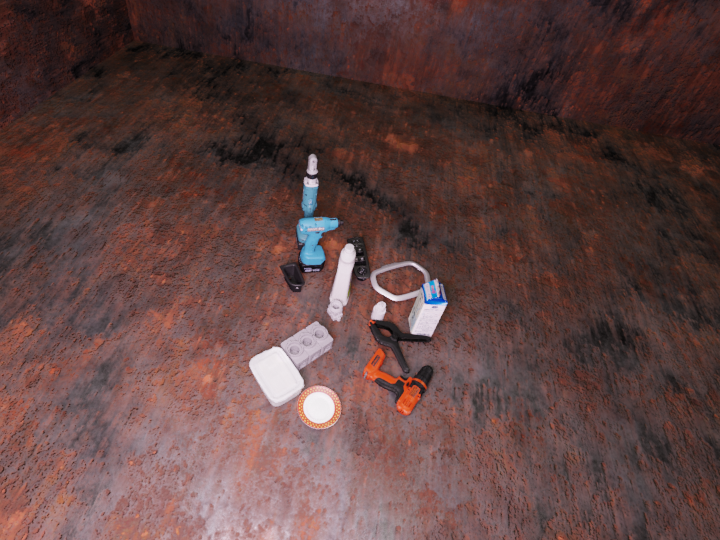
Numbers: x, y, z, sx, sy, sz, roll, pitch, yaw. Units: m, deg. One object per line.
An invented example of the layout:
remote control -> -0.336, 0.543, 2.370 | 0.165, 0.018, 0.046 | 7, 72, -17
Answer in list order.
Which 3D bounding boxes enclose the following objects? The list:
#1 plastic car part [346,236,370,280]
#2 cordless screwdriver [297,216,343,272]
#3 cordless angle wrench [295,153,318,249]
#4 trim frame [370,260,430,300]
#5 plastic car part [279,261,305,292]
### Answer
plastic car part -> -0.008, -0.038, 1.645 | 0.065, 0.065, 0.211 | -3, 48, -12
cordless screwdriver -> -0.153, -0.100, 1.564 | 0.156, 0.243, 0.078 | -4, 49, -14
cordless angle wrench -> -0.193, -0.248, 1.582 | 0.073, 0.413, 0.102 | -3, 49, -15
trim frame -> 0.156, 0.035, 1.622 | 0.242, 0.027, 0.194 | -18, 51, -22
plastic car part -> -0.247, 0.036, 1.545 | 0.064, 0.069, 0.122 | -14, 51, -22
